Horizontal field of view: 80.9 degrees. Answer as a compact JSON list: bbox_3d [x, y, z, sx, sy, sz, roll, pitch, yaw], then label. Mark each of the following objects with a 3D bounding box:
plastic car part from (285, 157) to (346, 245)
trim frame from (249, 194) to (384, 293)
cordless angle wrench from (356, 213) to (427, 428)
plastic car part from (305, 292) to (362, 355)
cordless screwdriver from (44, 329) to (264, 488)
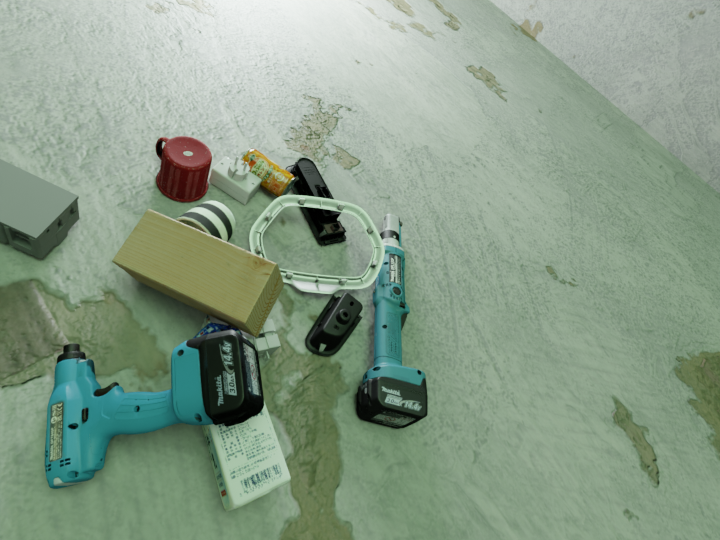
[{"bbox_3d":[-0.091,-0.149,0.844,0.064,0.066,0.211,-17,63,-28],"label":"plastic car part"},{"bbox_3d":[-0.074,-0.049,0.761,0.244,0.027,0.187,8,71,-11],"label":"trim frame"},{"bbox_3d":[0.054,0.052,0.763,0.095,0.074,0.434,17,49,-16],"label":"cordless angle wrench"},{"bbox_3d":[-0.035,0.083,0.694,0.066,0.071,0.116,36,46,1],"label":"plastic car part"},{"bbox_3d":[-0.246,0.131,0.494,0.249,0.071,0.165,-20,64,1],"label":"cordless screwdriver"}]
